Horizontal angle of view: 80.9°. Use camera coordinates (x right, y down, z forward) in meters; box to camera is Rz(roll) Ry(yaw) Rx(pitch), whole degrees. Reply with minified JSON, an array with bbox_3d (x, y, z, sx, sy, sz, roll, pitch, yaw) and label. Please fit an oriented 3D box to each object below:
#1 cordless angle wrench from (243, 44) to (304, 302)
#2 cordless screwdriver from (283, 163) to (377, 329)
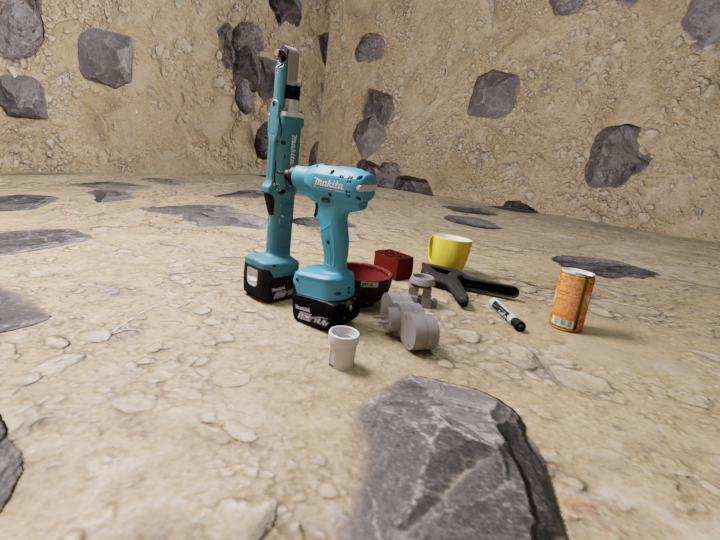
[{"bbox_3d":[-0.137,-0.157,0.729,0.078,0.417,0.094,19,18,40],"label":"cordless angle wrench"},{"bbox_3d":[-0.065,-0.043,0.669,0.168,0.245,0.071,16,17,33],"label":"cordless screwdriver"}]
